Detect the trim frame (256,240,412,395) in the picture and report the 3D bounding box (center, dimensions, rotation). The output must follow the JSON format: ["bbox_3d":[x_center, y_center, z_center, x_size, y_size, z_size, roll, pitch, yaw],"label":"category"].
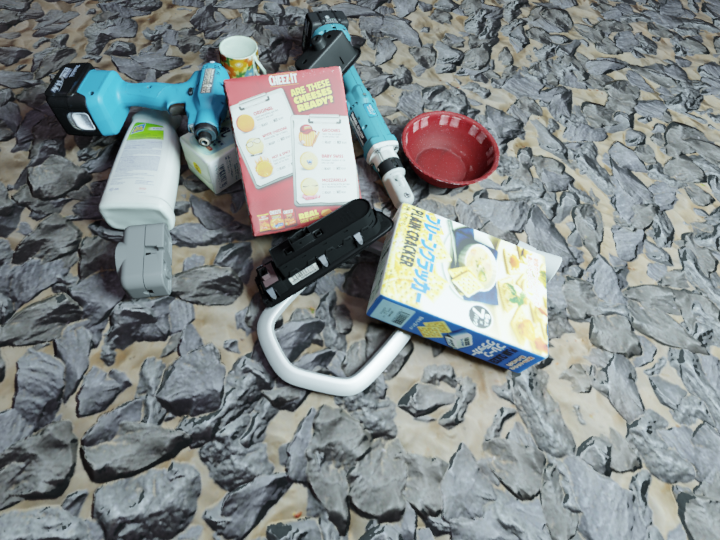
[{"bbox_3d":[-0.023,0.052,0.574,0.190,0.027,0.246,38,65,15],"label":"trim frame"}]

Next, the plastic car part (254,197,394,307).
[{"bbox_3d":[-0.055,-0.036,0.565,0.202,0.064,0.070,-29,40,-4],"label":"plastic car part"}]

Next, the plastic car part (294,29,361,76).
[{"bbox_3d":[-0.062,-0.344,0.687,0.117,0.067,0.069,-47,58,4],"label":"plastic car part"}]

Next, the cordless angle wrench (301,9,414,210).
[{"bbox_3d":[-0.003,-0.284,0.736,0.073,0.097,0.438,-14,65,-19],"label":"cordless angle wrench"}]

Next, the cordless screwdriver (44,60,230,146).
[{"bbox_3d":[-0.320,-0.238,0.621,0.248,0.072,0.164,-3,56,-2],"label":"cordless screwdriver"}]
